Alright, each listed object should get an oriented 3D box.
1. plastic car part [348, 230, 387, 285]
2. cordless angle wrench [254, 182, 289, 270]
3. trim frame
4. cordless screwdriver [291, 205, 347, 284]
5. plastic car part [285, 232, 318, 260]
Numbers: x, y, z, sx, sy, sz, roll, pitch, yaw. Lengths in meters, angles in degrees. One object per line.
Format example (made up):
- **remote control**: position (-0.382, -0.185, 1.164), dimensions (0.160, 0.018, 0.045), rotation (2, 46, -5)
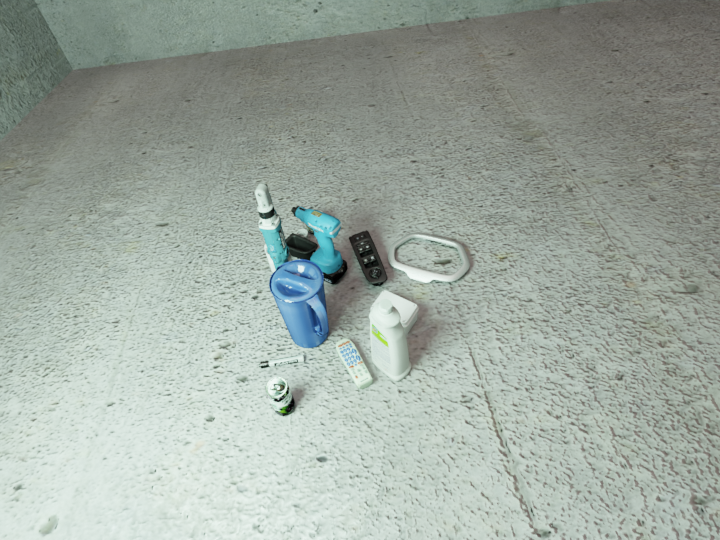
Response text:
- **plastic car part**: position (0.024, -0.028, 1.290), dimensions (0.066, 0.064, 0.213), rotation (-16, 48, -7)
- **cordless angle wrench**: position (-0.218, -0.055, 1.125), dimensions (0.076, 0.407, 0.099), rotation (6, 49, 10)
- **trim frame**: position (0.206, -0.041, 1.295), dimensions (0.259, 0.026, 0.184), rotation (15, 53, 22)
- **cordless screwdriver**: position (-0.122, -0.080, 1.244), dimensions (0.167, 0.239, 0.073), rotation (27, 55, 27)
- **plastic car part**: position (-0.188, -0.063, 1.356), dimensions (0.122, 0.068, 0.065), rotation (24, 55, 27)
